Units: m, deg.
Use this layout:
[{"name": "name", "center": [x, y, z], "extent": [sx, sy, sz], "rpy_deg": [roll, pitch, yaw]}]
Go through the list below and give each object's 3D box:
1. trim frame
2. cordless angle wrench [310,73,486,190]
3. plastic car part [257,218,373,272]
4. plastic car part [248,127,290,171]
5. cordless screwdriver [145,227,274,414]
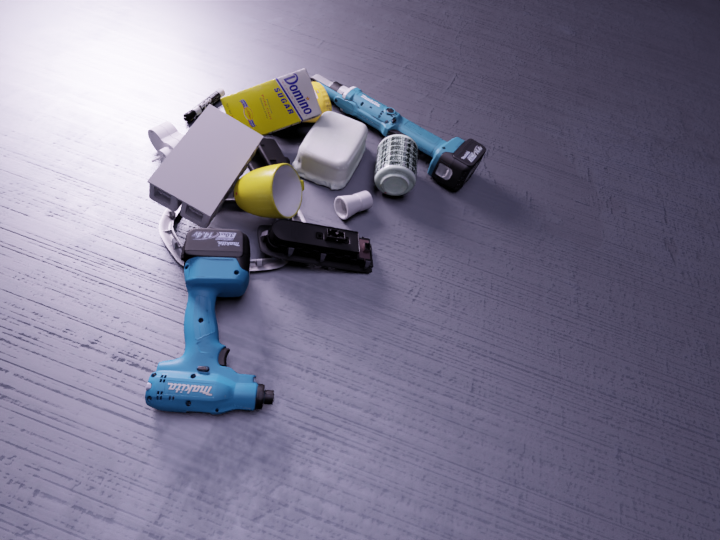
[{"name": "trim frame", "center": [-0.214, -0.078, 0.723], "extent": [0.244, 0.027, 0.191], "rpy_deg": [-2, 56, -10]}, {"name": "cordless angle wrench", "center": [0.058, -0.324, 0.919], "extent": [0.437, 0.073, 0.097], "rpy_deg": [36, 56, 16]}, {"name": "plastic car part", "center": [-0.068, -0.044, 0.691], "extent": [0.198, 0.067, 0.068], "rpy_deg": [7, 67, -14]}, {"name": "plastic car part", "center": [-0.172, -0.209, 0.806], "extent": [0.068, 0.066, 0.121], "rpy_deg": [-18, 64, -39]}, {"name": "cordless screwdriver", "center": [-0.190, 0.067, 0.590], "extent": [0.157, 0.073, 0.254], "rpy_deg": [5, 64, -8]}]
